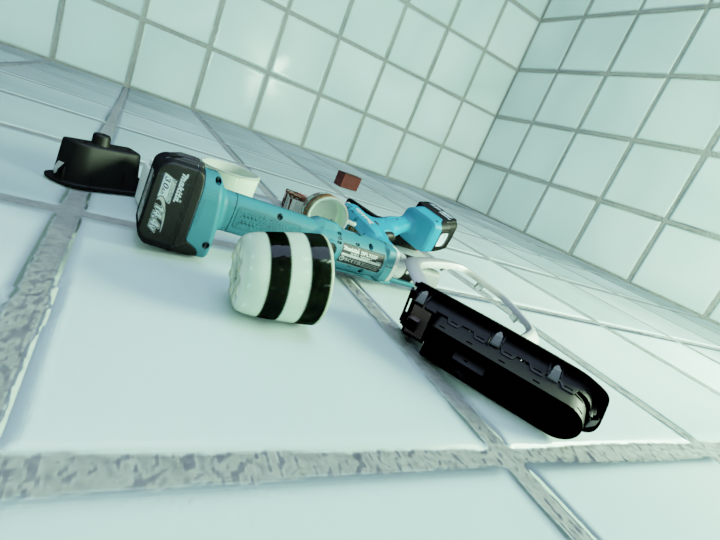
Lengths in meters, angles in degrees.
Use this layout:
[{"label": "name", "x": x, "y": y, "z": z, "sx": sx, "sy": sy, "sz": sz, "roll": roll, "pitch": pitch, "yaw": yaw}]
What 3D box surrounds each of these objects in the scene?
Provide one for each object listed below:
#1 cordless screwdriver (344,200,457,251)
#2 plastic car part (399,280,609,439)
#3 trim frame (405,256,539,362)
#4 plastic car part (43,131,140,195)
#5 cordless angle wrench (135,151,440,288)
[{"label": "cordless screwdriver", "x": 0.087, "y": -0.070, "z": 0.809, "sx": 0.238, "sy": 0.073, "sz": 0.168, "roll": -5, "pitch": 39, "yaw": -37}, {"label": "plastic car part", "x": 0.127, "y": 0.088, "z": 0.404, "sx": 0.211, "sy": 0.065, "sz": 0.065, "roll": 28, "pitch": 26, "yaw": 21}, {"label": "trim frame", "x": 0.150, "y": 0.047, "z": 0.553, "sx": 0.236, "sy": 0.027, "sz": 0.193, "roll": 4, "pitch": 37, "yaw": -52}, {"label": "plastic car part", "x": -0.337, "y": -0.142, "z": 0.552, "sx": 0.069, "sy": 0.070, "sz": 0.111, "roll": 30, "pitch": 15, "yaw": 29}, {"label": "cordless angle wrench", "x": -0.052, "y": -0.034, "z": 0.534, "sx": 0.403, "sy": 0.097, "sz": 0.078, "roll": 16, "pitch": 13, "yaw": -31}]
